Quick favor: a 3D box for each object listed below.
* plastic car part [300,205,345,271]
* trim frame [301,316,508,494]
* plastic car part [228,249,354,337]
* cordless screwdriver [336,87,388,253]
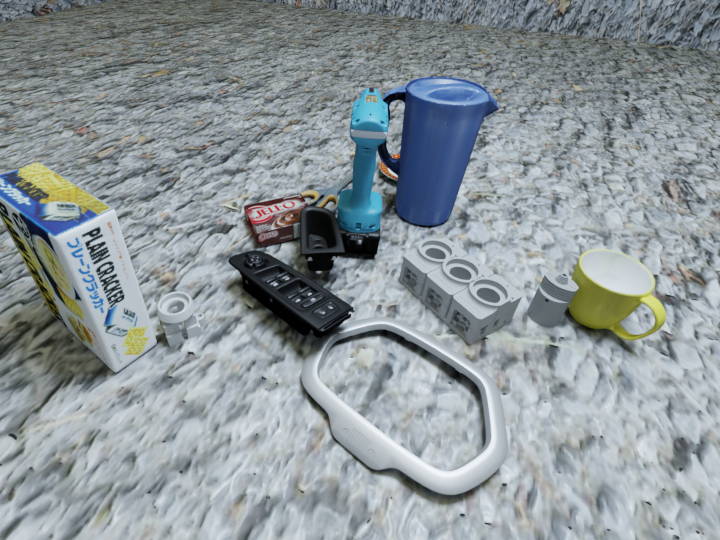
[{"bbox_3d":[-0.066,-0.043,0.674,0.065,0.069,0.121,-2,41,-8],"label":"plastic car part"},{"bbox_3d":[0.047,0.141,0.496,0.261,0.027,0.180,29,47,28],"label":"trim frame"},{"bbox_3d":[-0.104,0.032,0.587,0.214,0.065,0.065,33,48,31],"label":"plastic car part"},{"bbox_3d":[0.004,-0.157,0.678,0.074,0.242,0.163,6,40,-1],"label":"cordless screwdriver"}]
